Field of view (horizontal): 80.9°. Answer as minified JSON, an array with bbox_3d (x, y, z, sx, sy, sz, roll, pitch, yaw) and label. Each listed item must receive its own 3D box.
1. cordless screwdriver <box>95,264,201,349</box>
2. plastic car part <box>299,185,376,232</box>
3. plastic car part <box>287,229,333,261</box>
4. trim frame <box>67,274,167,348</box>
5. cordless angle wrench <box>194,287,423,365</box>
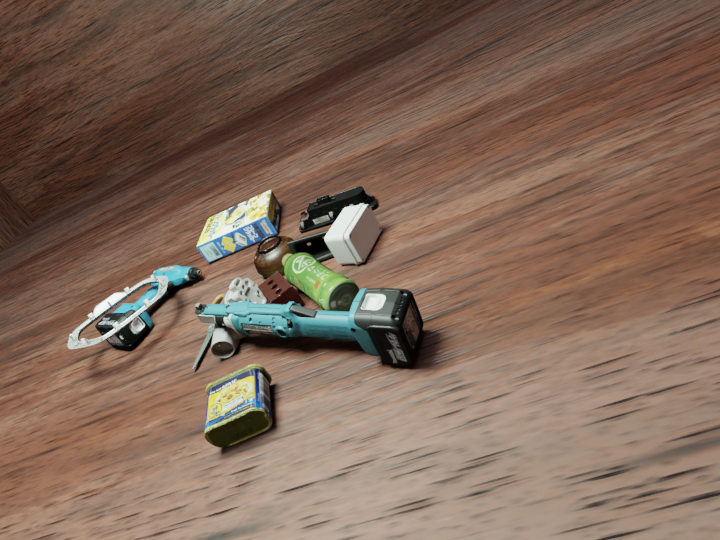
[{"bbox_3d":[-0.503,0.075,1.029,0.165,0.071,0.250,-8,35,28],"label":"cordless screwdriver"},{"bbox_3d":[-0.062,-0.154,1.014,0.209,0.064,0.067,-11,29,21],"label":"plastic car part"},{"bbox_3d":[-0.089,-0.058,0.914,0.118,0.064,0.072,-19,19,10],"label":"plastic car part"},{"bbox_3d":[-0.540,0.086,0.949,0.194,0.026,0.246,7,44,44],"label":"trim frame"},{"bbox_3d":[-0.117,0.080,0.691,0.441,0.093,0.074,-1,41,31],"label":"cordless angle wrench"}]
